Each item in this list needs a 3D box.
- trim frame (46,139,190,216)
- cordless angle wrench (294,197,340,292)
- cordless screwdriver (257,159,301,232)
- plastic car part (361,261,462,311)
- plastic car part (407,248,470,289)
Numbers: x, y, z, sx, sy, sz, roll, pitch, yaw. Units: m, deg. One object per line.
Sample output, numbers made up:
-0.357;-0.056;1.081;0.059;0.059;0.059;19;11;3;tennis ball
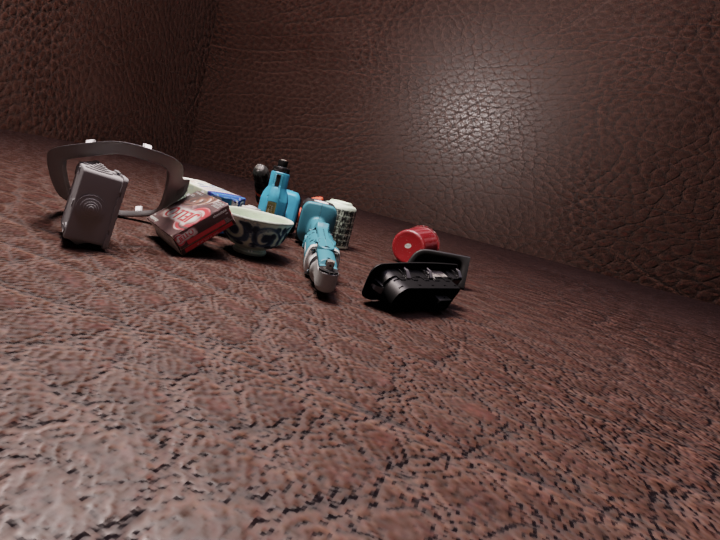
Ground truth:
-0.349;-0.128;0.622;0.177;0.028;0.253;5;-18;-27;trim frame
-0.070;-0.046;0.721;0.073;0.097;0.433;12;15;-11;cordless angle wrench
-0.167;-0.143;0.879;0.074;0.158;0.251;14;8;-6;cordless screwdriver
0.082;0.029;0.597;0.193;0.066;0.070;6;39;-42;plastic car part
0.154;-0.005;0.863;0.119;0.066;0.069;13;-6;12;plastic car part
